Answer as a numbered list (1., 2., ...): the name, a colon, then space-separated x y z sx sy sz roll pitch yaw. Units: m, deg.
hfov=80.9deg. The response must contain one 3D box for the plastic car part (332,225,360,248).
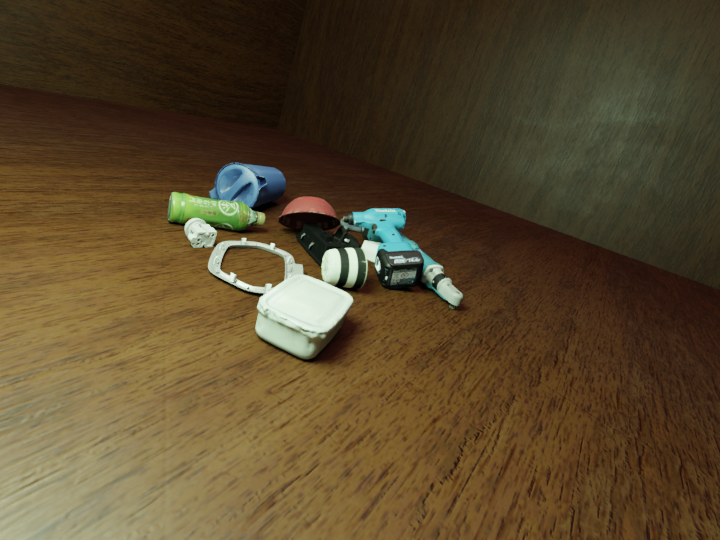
1. plastic car part: -0.033 -0.070 1.091 0.070 0.066 0.118 30 14 -10

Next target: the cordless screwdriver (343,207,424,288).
1. cordless screwdriver: 0.050 -0.067 1.011 0.157 0.072 0.259 -2 40 -8

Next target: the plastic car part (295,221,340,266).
1. plastic car part: -0.100 -0.065 1.019 0.064 0.066 0.214 -3 25 -30

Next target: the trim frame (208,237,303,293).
1. trim frame: -0.207 -0.015 0.850 0.181 0.027 0.256 13 19 -12

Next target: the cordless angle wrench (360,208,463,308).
1. cordless angle wrench: 0.127 -0.041 1.087 0.071 0.097 0.446 3 27 -28
